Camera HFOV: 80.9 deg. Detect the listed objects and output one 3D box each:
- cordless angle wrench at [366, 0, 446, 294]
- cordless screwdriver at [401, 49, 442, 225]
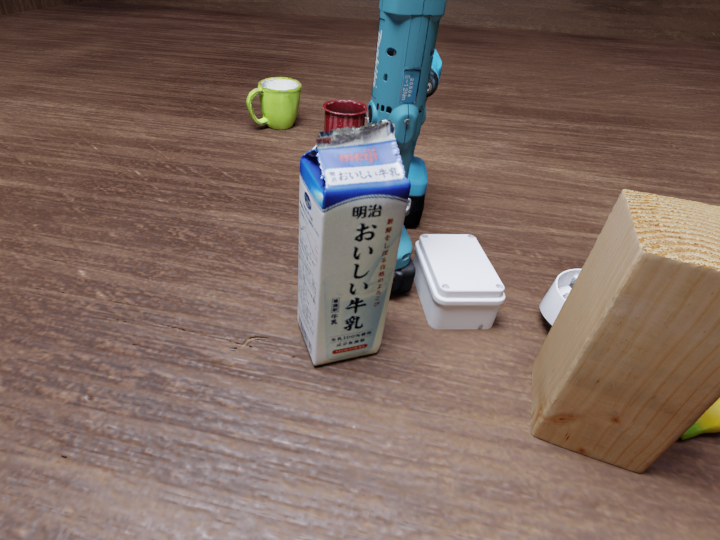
[{"bbox_3d":[0.035,-0.154,0.419,0.073,0.411,0.102,-4,38,-13],"label":"cordless angle wrench"},{"bbox_3d":[0.065,-0.172,0.581,0.075,0.242,0.163,6,37,-1],"label":"cordless screwdriver"}]
